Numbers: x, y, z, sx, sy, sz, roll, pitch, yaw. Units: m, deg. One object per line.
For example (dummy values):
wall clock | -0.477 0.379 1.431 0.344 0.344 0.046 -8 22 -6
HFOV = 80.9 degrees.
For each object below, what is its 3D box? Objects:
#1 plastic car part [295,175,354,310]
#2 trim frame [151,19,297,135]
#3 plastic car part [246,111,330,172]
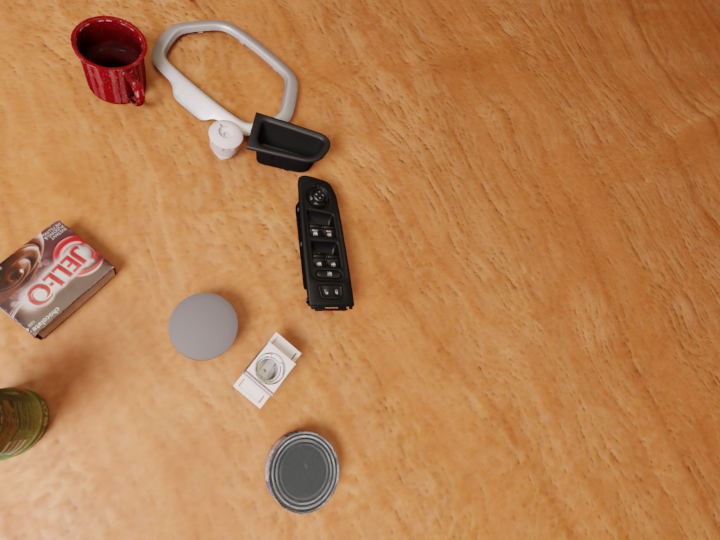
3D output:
plastic car part | -0.059 -0.038 0.601 0.064 0.067 0.208 0 70 -20
trim frame | -0.214 -0.315 0.682 0.248 0.028 0.183 39 63 0
plastic car part | -0.112 -0.179 0.637 0.114 0.071 0.067 15 67 -14
